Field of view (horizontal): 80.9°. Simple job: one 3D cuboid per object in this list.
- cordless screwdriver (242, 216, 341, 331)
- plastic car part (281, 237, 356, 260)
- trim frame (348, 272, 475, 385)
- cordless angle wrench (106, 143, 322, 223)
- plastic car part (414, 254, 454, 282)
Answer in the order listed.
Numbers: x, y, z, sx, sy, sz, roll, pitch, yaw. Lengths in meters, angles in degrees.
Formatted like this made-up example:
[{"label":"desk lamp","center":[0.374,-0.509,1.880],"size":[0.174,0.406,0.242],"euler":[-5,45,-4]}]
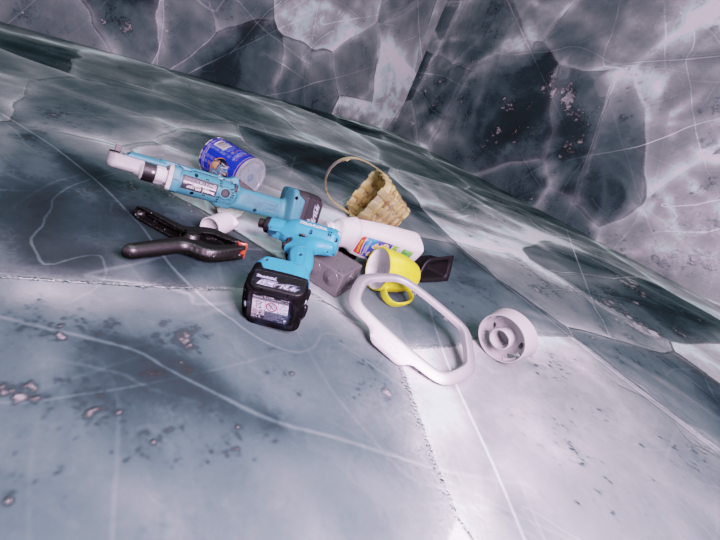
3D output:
[{"label":"cordless screwdriver","center":[-0.134,-0.017,0.714],"size":[0.161,0.073,0.251],"euler":[14,34,4]},{"label":"plastic car part","center":[-0.088,-0.058,0.900],"size":[0.071,0.065,0.194],"euler":[28,23,36]},{"label":"trim frame","center":[0.089,0.091,0.731],"size":[0.257,0.027,0.179],"euler":[40,41,16]},{"label":"cordless angle wrench","center":[-0.274,-0.158,0.841],"size":[0.402,0.097,0.078],"euler":[12,8,-33]},{"label":"plastic car part","center":[0.158,-0.011,1.016],"size":[0.111,0.065,0.075],"euler":[-3,19,-37]}]
